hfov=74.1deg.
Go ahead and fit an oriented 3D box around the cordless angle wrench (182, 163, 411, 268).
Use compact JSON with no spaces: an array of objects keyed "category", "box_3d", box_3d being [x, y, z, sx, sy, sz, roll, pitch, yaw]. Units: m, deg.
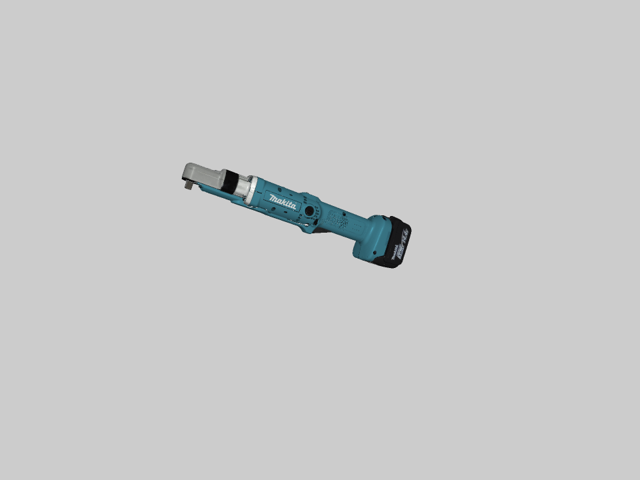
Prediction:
[{"category":"cordless angle wrench","box_3d":[-0.029,-0.049,0.745,0.423,0.098,0.074,19,-2,-26]}]
